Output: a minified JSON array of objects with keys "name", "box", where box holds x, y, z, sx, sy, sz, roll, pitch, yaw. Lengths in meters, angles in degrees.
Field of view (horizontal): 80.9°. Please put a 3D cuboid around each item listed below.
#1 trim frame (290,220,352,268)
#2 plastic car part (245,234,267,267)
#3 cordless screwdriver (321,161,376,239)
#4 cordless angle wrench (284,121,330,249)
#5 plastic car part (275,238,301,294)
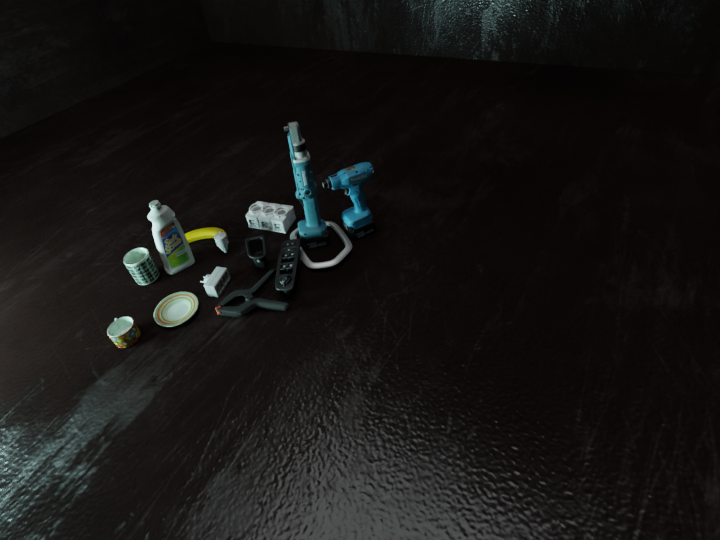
[{"name":"trim frame","box":[-0.134,-0.088,1.369,0.181,0.026,0.262,-23,44,-13]},{"name":"plastic car part","box":[-0.322,-0.051,1.336,0.065,0.068,0.122,-15,43,-7]},{"name":"cordless screwdriver","box":[-0.033,-0.210,1.323,0.157,0.239,0.078,-20,44,-14]},{"name":"cordless angle wrench","box":[-0.163,-0.245,1.263,0.098,0.407,0.077,-10,43,-4]},{"name":"plastic car part","box":[-0.215,-0.006,1.271,0.067,0.064,0.209,-4,43,4]}]
